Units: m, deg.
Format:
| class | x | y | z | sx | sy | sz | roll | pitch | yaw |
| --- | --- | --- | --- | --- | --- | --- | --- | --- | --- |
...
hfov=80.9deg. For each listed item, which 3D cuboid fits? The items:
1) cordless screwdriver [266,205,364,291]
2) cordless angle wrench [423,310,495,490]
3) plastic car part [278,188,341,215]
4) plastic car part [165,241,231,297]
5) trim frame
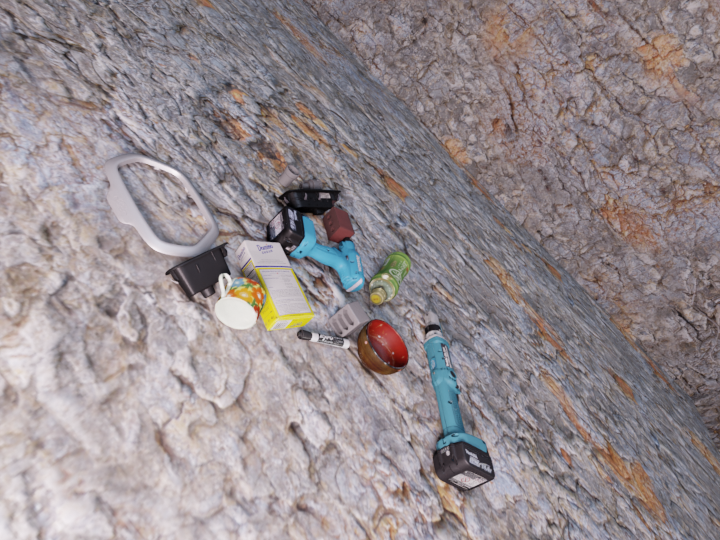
| class | x | y | z | sx | sy | sz | roll | pitch | yaw |
| --- | --- | --- | --- | --- | --- | --- | --- | --- | --- |
| cordless screwdriver | -0.095 | -0.062 | 0.968 | 0.236 | 0.075 | 0.165 | 30 | 33 | -31 |
| cordless angle wrench | 0.186 | 0.244 | 0.934 | 0.094 | 0.075 | 0.435 | 32 | 31 | -23 |
| plastic car part | -0.128 | -0.174 | 1.082 | 0.194 | 0.069 | 0.067 | -4 | 82 | -53 |
| plastic car part | -0.262 | 0.009 | 0.702 | 0.070 | 0.068 | 0.115 | 58 | 33 | -8 |
| trim frame | -0.360 | -0.122 | 0.769 | 0.255 | 0.028 | 0.177 | 54 | 31 | 13 |
